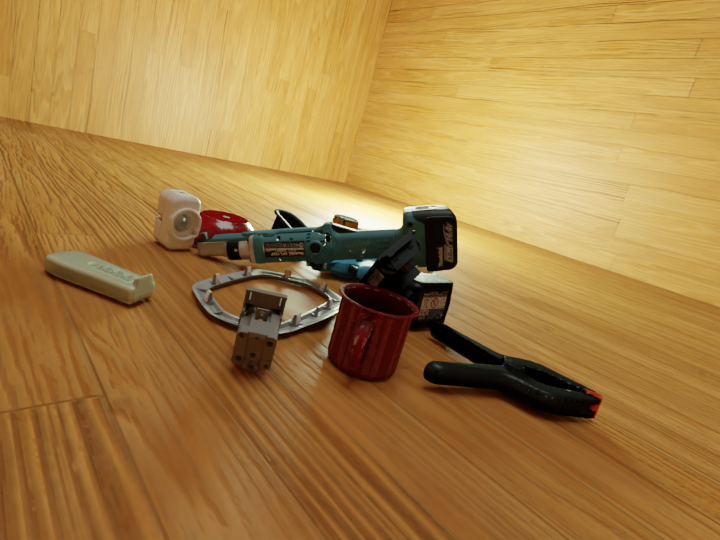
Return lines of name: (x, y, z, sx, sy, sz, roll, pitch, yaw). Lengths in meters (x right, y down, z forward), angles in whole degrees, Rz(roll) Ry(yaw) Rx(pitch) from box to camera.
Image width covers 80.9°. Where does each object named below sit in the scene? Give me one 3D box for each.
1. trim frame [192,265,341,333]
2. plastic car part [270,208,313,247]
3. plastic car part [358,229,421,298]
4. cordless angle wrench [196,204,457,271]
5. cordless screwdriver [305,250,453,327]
trim frame: (-0.122, 0.035, 0.603, 0.192, 0.027, 0.240, 21, 14, 21)
plastic car part: (-0.144, -0.068, 0.874, 0.122, 0.071, 0.063, 42, 25, 29)
plastic car part: (0.032, 0.019, 0.576, 0.067, 0.066, 0.204, 44, -27, 0)
cordless angle wrench: (-0.067, -0.044, 0.685, 0.430, 0.096, 0.074, -2, 14, 11)
cordless screwdriver: (0.023, 0.016, 0.727, 0.152, 0.074, 0.262, 3, 15, -33)
